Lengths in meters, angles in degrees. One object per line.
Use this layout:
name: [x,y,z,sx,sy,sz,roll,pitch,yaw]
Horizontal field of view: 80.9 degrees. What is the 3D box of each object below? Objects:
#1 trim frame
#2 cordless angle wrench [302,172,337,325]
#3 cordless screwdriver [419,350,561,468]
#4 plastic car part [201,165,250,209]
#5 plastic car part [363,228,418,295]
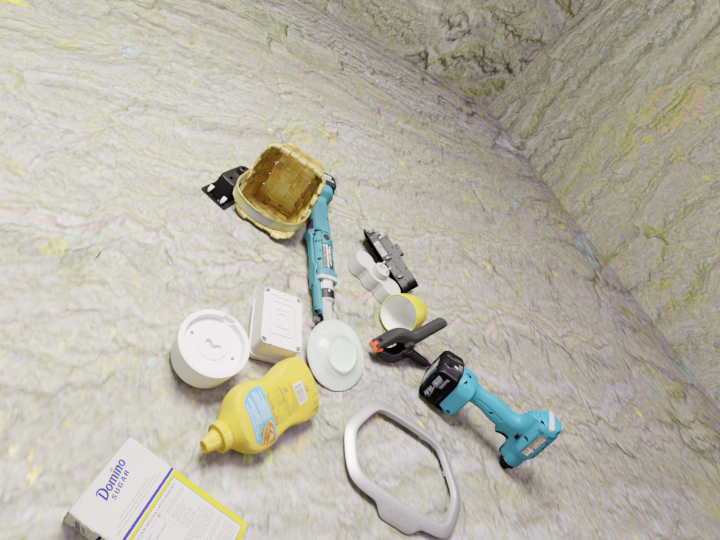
trim frame: [0.072,0.330,0.712,0.244,0.028,0.186,36,35,-11]
cordless angle wrench: [-0.091,-0.060,0.934,0.093,0.075,0.439,18,44,-30]
cordless screwdriver: [0.236,0.284,0.839,0.255,0.158,0.073,32,32,11]
plastic car part: [-0.269,-0.191,0.904,0.066,0.072,0.115,43,39,-4]
plastic car part: [0.079,-0.020,1.039,0.066,0.064,0.210,-24,68,-7]
